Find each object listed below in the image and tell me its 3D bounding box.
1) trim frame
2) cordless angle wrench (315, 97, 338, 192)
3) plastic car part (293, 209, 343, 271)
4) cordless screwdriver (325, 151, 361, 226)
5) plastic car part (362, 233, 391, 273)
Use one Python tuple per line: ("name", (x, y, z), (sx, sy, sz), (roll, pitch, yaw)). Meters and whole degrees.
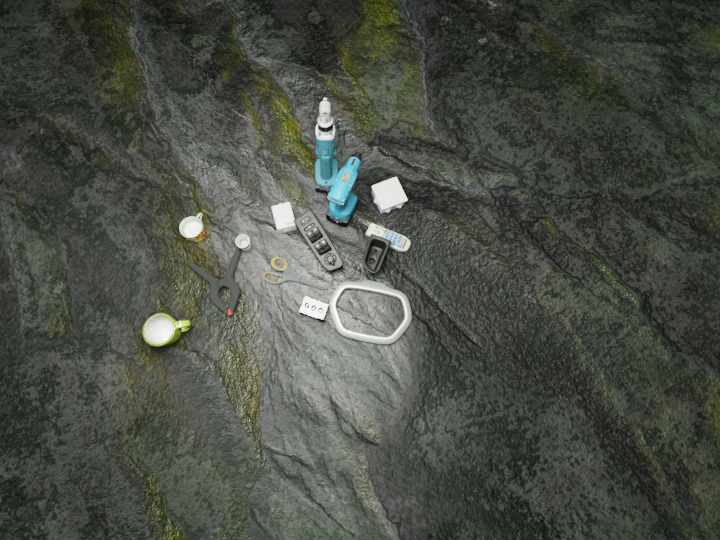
("trim frame", (0.029, 0.120, 1.260), (0.250, 0.027, 0.186), (9, 75, 4))
("cordless angle wrench", (-0.098, -0.340, 1.194), (0.074, 0.417, 0.099), (1, 77, -4))
("plastic car part", (-0.127, -0.083, 1.303), (0.066, 0.066, 0.208), (-32, 76, -9))
("cordless screwdriver", (-0.043, -0.234, 1.251), (0.075, 0.245, 0.160), (24, 76, 2))
("plastic car part", (0.041, -0.041, 1.284), (0.067, 0.070, 0.117), (20, 76, 4))
